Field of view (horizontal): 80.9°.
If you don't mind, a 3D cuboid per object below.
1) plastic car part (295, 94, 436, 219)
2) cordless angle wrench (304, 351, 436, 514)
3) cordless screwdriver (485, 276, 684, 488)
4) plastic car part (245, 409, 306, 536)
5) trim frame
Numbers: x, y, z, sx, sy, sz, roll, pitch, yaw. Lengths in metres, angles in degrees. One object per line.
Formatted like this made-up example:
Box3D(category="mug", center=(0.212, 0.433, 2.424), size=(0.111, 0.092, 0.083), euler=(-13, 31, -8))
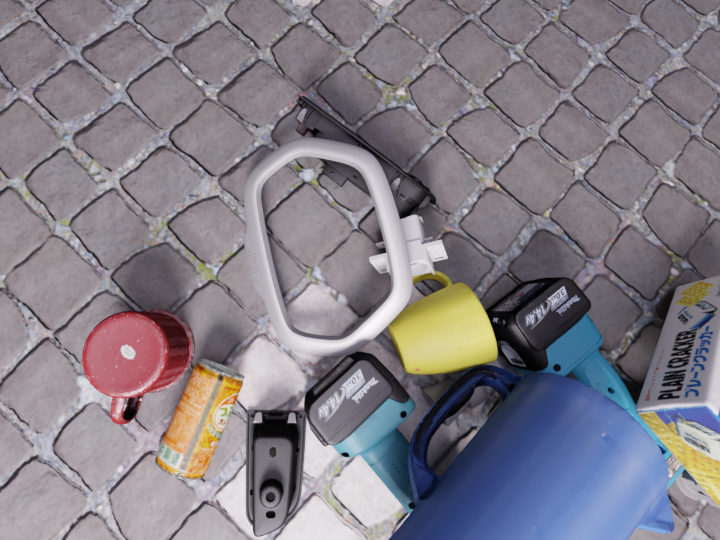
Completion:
Box3D(category="plastic car part", center=(-0.001, -0.125, 0.504), size=(0.204, 0.066, 0.067), euler=(33, 88, 3))
Box3D(category="cordless angle wrench", center=(0.108, 0.271, 0.425), size=(0.097, 0.074, 0.426), euler=(-40, 86, -11))
Box3D(category="cordless screwdriver", center=(0.235, 0.139, 0.458), size=(0.158, 0.074, 0.250), euler=(-40, 87, -11))
Box3D(category="plastic car part", center=(-0.088, 0.206, 0.425), size=(0.065, 0.070, 0.118), euler=(1, 76, -5))
Box3D(category="trim frame", center=(-0.046, -0.030, 0.469), size=(0.187, 0.027, 0.251), euler=(-16, 83, 13))
